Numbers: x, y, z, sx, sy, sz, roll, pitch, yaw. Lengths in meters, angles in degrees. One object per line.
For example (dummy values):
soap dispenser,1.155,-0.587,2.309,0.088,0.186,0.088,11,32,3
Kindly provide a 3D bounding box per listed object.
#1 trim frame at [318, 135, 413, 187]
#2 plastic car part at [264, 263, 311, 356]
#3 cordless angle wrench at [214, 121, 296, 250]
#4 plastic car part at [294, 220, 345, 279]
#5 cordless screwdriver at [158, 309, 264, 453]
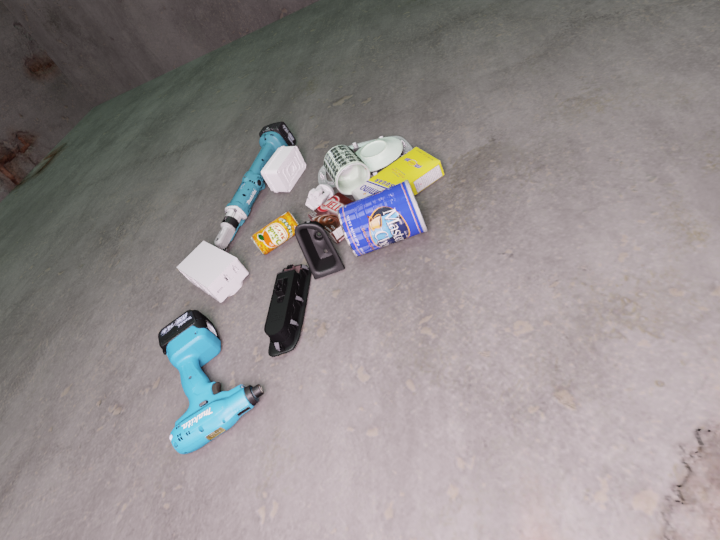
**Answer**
trim frame,0.006,-0.265,1.032,0.258,0.026,0.187,-3,50,26
plastic car part,-0.137,0.061,0.788,0.068,0.064,0.208,-9,49,13
cordless angle wrench,-0.288,-0.231,1.131,0.077,0.093,0.428,-4,52,31
plastic car part,-0.081,-0.053,0.833,0.067,0.113,0.072,-20,18,12
cordless screwdriver,-0.271,0.173,0.751,0.159,0.070,0.262,-34,46,-2
